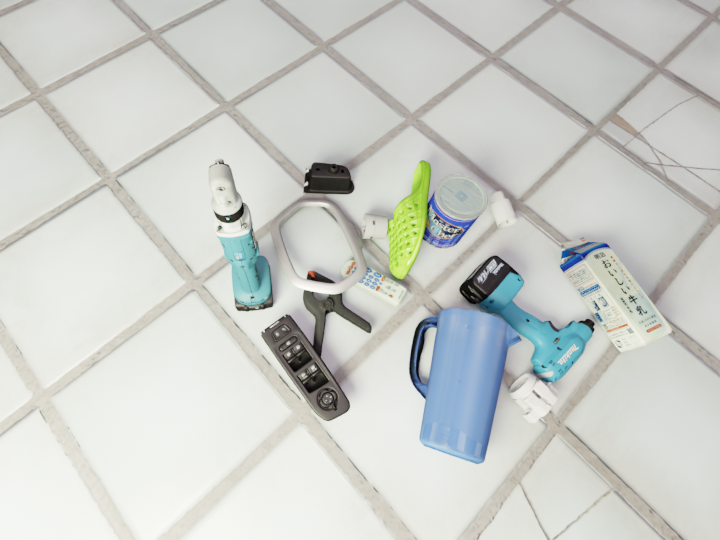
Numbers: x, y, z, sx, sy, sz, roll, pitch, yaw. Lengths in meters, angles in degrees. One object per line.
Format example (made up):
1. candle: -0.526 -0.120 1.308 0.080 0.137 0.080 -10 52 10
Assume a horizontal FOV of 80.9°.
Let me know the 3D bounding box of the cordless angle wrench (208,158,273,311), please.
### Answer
1. cordless angle wrench: -0.189 -0.034 0.673 0.073 0.416 0.100 -6 69 -10

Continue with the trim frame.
1. trim frame: -0.086 -0.057 0.884 0.181 0.027 0.260 -18 57 -12

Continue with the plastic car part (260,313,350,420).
1. plastic car part: -0.101 0.183 0.771 0.065 0.066 0.211 -32 68 -24

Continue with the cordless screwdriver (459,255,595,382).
1. cordless screwdriver: 0.334 0.076 0.839 0.157 0.073 0.255 -38 77 -18

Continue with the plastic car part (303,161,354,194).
1. plastic car part: -0.070 -0.213 0.951 0.117 0.069 0.067 3 68 1
